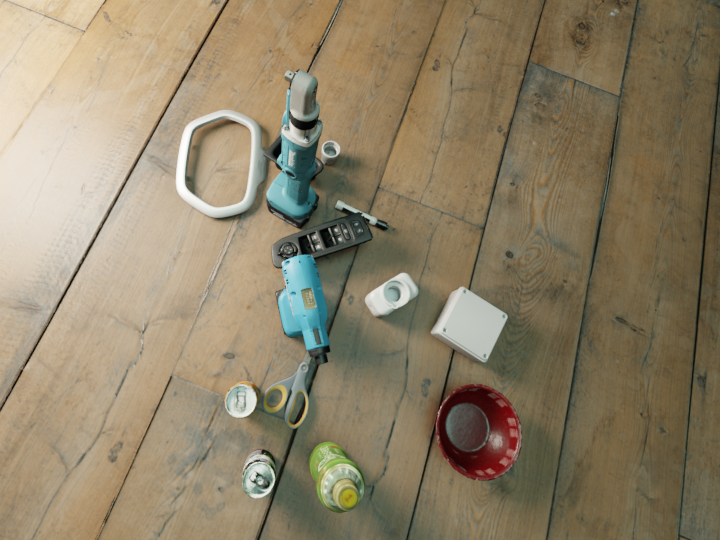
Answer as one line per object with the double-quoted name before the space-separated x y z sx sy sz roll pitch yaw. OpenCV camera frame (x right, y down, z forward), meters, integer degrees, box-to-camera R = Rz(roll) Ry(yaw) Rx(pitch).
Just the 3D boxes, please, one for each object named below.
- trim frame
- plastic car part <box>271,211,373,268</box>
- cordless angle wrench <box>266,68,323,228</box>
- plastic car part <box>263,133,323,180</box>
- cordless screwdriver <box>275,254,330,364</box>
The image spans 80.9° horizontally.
"trim frame" -0.292 -0.229 0.897 0.182 0.027 0.252 2 74 -5
"plastic car part" -0.083 -0.054 0.848 0.200 0.067 0.067 -18 79 -11
"cordless angle wrench" -0.104 -0.180 0.697 0.098 0.422 0.074 31 73 -3
"plastic car part" -0.137 -0.221 0.888 0.117 0.070 0.066 36 73 3
"cordless screwdriver" -0.094 0.079 0.715 0.073 0.248 0.162 -12 79 -14
